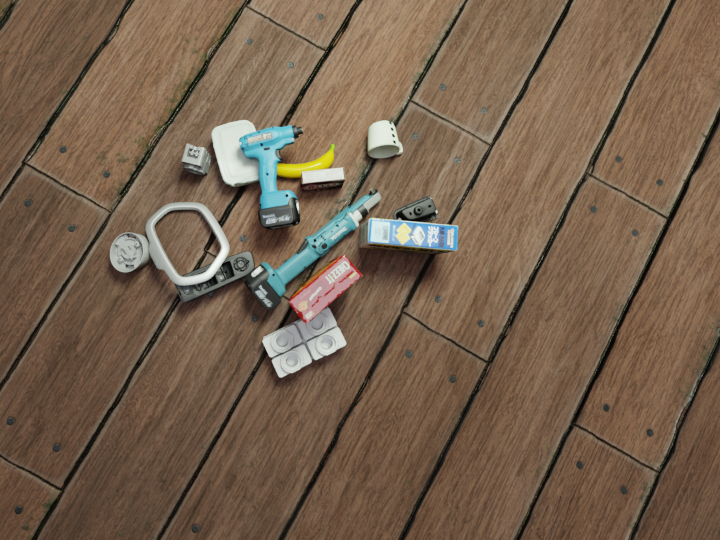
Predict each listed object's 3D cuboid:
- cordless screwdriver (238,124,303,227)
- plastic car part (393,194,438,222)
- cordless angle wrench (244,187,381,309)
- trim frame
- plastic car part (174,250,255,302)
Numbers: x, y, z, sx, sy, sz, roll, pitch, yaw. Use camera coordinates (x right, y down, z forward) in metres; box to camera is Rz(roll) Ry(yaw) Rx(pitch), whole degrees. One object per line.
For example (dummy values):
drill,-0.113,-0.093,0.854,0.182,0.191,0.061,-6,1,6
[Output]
cordless screwdriver,-0.197,-0.232,1.042,0.160,0.073,0.250,-14,87,5
plastic car part,0.152,-0.157,1.121,0.115,0.071,0.066,-21,88,-9
cordless angle wrench,-0.107,-0.070,1.095,0.420,0.078,0.094,-40,120,-10
trim frame,-0.442,-0.074,1.071,0.181,0.027,0.257,-31,71,-16
plastic car part,-0.364,0.015,1.080,0.201,0.067,0.067,-25,82,-9
